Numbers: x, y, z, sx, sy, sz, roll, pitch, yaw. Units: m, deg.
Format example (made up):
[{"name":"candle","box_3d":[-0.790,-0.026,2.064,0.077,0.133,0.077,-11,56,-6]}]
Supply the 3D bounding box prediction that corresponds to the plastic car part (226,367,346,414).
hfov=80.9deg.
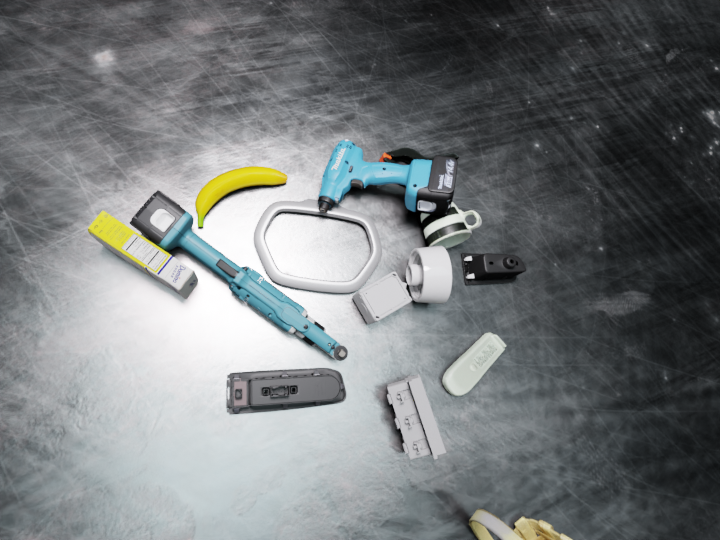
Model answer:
[{"name":"plastic car part","box_3d":[-0.118,0.195,0.701,0.198,0.067,0.068,0,68,-14]}]

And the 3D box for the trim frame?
[{"name":"trim frame","box_3d":[-0.078,-0.051,0.802,0.245,0.027,0.187,6,73,-7]}]

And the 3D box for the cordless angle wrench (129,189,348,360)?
[{"name":"cordless angle wrench","box_3d":[-0.194,0.024,0.728,0.420,0.099,0.074,37,78,-3]}]

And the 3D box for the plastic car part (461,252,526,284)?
[{"name":"plastic car part","box_3d":[0.270,-0.009,0.833,0.115,0.071,0.067,0,76,-9]}]

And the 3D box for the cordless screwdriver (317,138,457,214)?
[{"name":"cordless screwdriver","box_3d":[0.047,-0.158,0.798,0.256,0.071,0.160,14,66,15]}]
